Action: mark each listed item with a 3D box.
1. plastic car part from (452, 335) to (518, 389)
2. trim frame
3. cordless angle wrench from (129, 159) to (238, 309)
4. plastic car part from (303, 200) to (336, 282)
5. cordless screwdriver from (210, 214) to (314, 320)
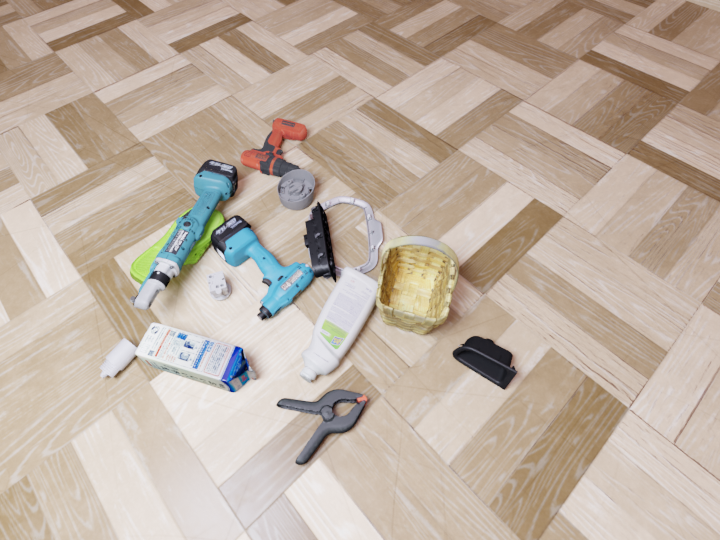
[{"bbox_3d":[0.256,0.171,0.853,0.121,0.064,0.070,31,46,22],"label":"plastic car part"},{"bbox_3d":[-0.040,-0.092,1.049,0.184,0.027,0.256,-2,55,-1],"label":"trim frame"},{"bbox_3d":[-0.392,-0.090,0.961,0.098,0.073,0.430,14,51,-1],"label":"cordless angle wrench"},{"bbox_3d":[-0.096,-0.063,0.984,0.067,0.063,0.211,-16,58,0],"label":"plastic car part"},{"bbox_3d":[-0.247,-0.008,0.972,0.257,0.072,0.158,36,64,18],"label":"cordless screwdriver"}]
